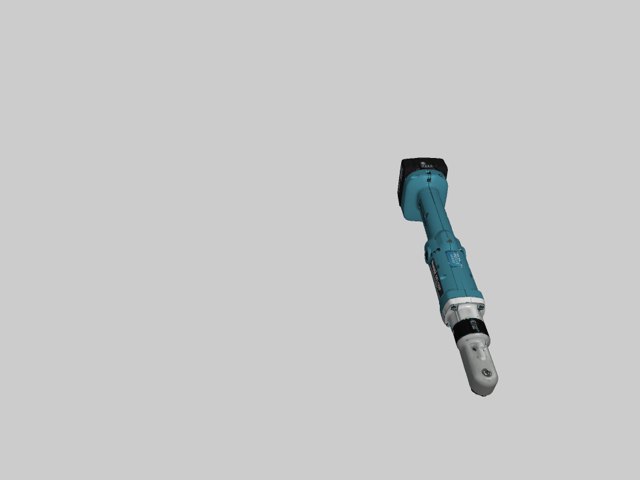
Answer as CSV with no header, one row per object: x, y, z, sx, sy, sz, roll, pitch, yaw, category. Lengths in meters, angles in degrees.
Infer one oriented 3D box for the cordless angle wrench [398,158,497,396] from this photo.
0.181,0.023,0.618,0.074,0.098,0.421,-1,42,0,cordless angle wrench
